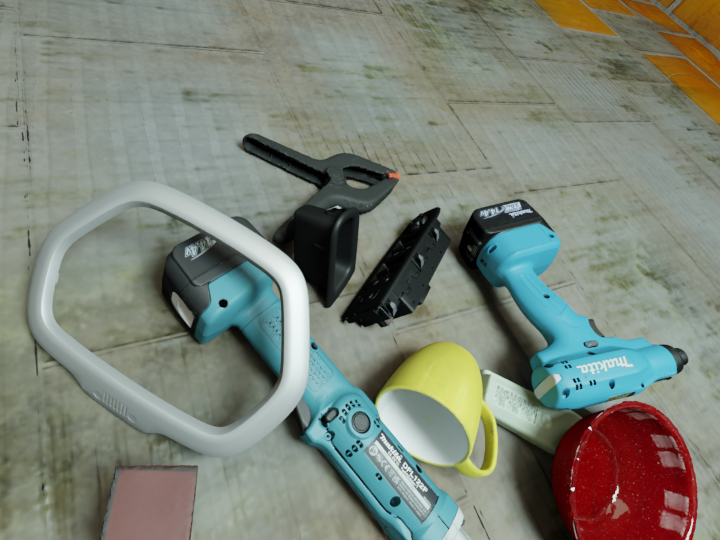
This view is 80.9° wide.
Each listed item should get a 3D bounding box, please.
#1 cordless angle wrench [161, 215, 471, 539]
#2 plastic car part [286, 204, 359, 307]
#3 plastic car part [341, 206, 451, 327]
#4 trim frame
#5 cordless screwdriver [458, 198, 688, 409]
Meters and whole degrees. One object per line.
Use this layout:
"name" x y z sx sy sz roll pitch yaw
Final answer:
"cordless angle wrench" -0.013 0.136 0.367 0.096 0.074 0.432 -34 76 -37
"plastic car part" -0.044 -0.029 0.449 0.073 0.113 0.066 20 48 18
"plastic car part" 0.059 -0.004 0.497 0.066 0.067 0.203 39 50 -9
"trim frame" -0.154 0.035 0.337 0.251 0.027 0.184 29 87 6
"cordless screwdriver" 0.231 0.026 0.494 0.157 0.072 0.260 -11 52 -10
